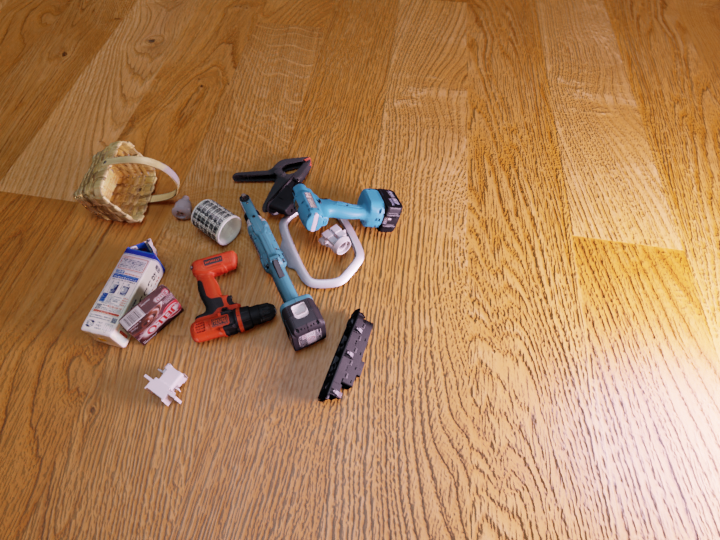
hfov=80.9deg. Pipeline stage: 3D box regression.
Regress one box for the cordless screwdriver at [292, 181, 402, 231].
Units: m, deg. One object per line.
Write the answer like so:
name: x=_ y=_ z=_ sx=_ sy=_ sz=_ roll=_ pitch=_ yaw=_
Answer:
cordless screwdriver: x=-0.037 y=-0.159 z=1.004 sx=0.241 sy=0.073 sz=0.167 roll=-3 pitch=42 yaw=-22

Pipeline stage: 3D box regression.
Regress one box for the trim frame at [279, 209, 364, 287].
trim frame: x=-0.100 y=-0.065 z=1.018 sx=0.181 sy=0.027 sz=0.259 roll=-21 pitch=62 yaw=-12

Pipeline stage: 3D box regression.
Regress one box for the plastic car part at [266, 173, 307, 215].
plastic car part: x=-0.170 y=-0.173 z=1.049 sx=0.074 sy=0.063 sz=0.116 roll=19 pitch=58 yaw=28

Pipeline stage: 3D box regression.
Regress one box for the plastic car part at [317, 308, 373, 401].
plastic car part: x=-0.021 y=0.170 z=0.854 sx=0.067 sy=0.065 sz=0.205 roll=19 pitch=60 yaw=-2

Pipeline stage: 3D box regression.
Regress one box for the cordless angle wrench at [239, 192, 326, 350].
cordless angle wrench: x=-0.200 y=-0.023 z=0.965 sx=0.073 sy=0.095 sz=0.443 roll=-22 pitch=57 yaw=-15
